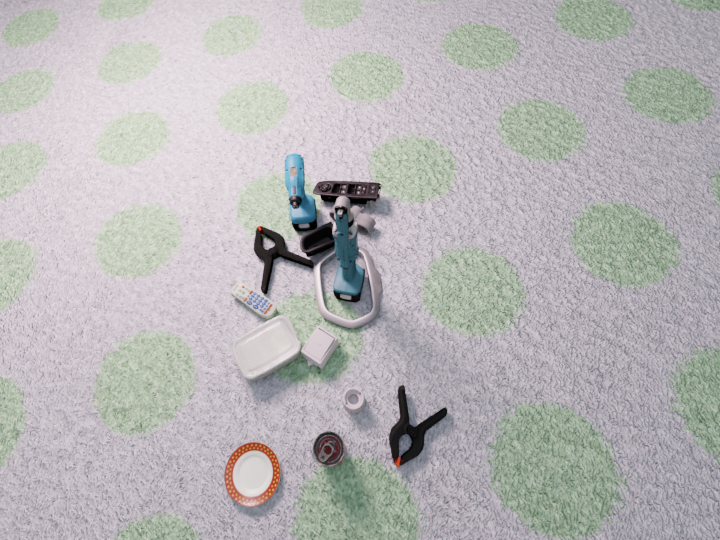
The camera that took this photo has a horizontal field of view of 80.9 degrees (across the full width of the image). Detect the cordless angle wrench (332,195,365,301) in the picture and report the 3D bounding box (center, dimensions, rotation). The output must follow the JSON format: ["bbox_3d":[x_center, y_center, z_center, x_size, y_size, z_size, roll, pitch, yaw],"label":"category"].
[{"bbox_3d":[-0.032,-0.045,0.987,0.075,0.410,0.099,10,65,6],"label":"cordless angle wrench"}]

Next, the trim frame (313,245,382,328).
[{"bbox_3d":[-0.034,0.038,1.160,0.184,0.026,0.257,-10,62,1],"label":"trim frame"}]

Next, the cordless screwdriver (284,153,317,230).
[{"bbox_3d":[-0.167,-0.186,1.172,0.074,0.241,0.164,-5,63,-1],"label":"cordless screwdriver"}]

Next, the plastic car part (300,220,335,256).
[{"bbox_3d":[-0.118,-0.077,1.207,0.115,0.069,0.069,-28,65,-9],"label":"plastic car part"}]

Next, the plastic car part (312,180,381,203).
[{"bbox_3d":[-0.042,-0.236,1.284,0.207,0.065,0.067,8,64,9],"label":"plastic car part"}]
